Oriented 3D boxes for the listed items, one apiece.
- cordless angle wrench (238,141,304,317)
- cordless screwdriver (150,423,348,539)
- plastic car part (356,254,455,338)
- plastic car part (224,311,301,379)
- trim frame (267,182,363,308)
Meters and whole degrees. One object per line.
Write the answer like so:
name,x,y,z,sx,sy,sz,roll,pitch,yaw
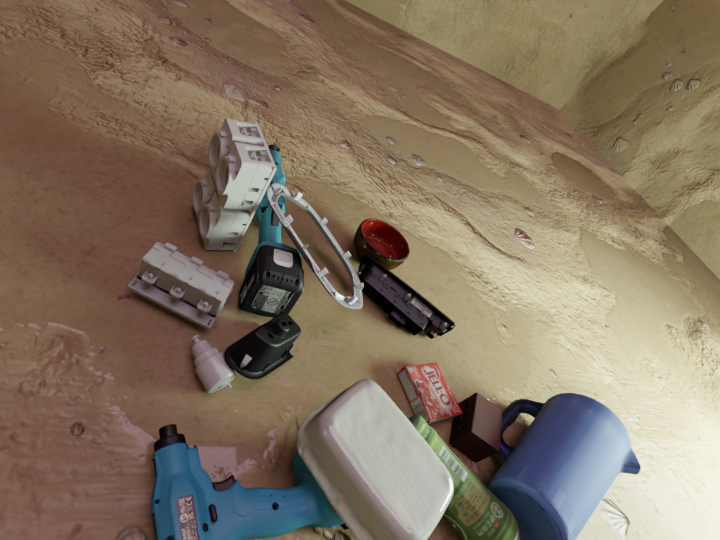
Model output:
cordless angle wrench,-0.160,-0.107,0.760,0.071,0.098,0.440,16,39,-25
cordless screwdriver,-0.098,0.228,0.466,0.238,0.074,0.166,-3,52,-34
plastic car part,0.066,0.057,0.768,0.206,0.066,0.066,43,67,8
plastic car part,-0.119,0.092,0.564,0.067,0.071,0.114,44,17,8
trim frame,-0.068,-0.044,0.690,0.251,0.028,0.180,57,18,5
